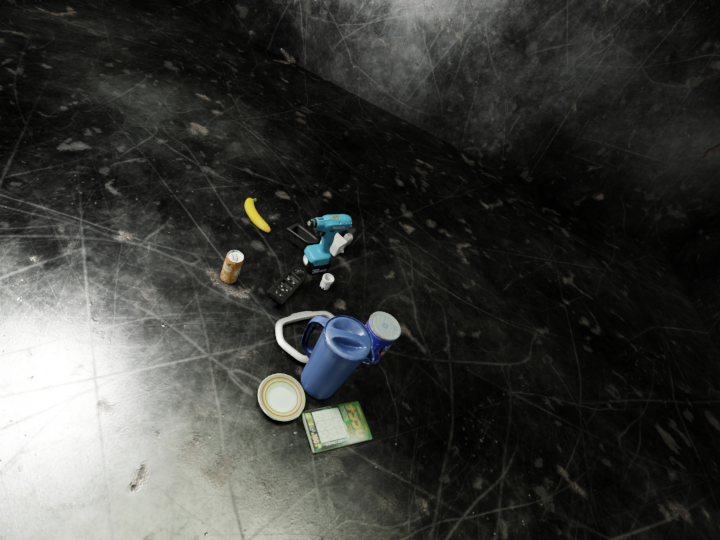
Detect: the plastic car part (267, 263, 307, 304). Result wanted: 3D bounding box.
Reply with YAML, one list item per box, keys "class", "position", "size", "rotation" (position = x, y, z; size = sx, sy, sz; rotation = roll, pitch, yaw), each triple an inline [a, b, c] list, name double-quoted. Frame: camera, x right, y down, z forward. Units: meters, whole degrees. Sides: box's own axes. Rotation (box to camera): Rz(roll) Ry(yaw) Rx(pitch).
- class: "plastic car part"
  position: [-0.239, 0.051, 1.392]
  size: [0.067, 0.067, 0.202]
  rotation: [32, 39, 4]

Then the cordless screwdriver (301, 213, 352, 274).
- class: "cordless screwdriver"
  position: [-0.143, -0.093, 1.460]
  size: [0.152, 0.247, 0.078]
  rotation: [-5, 51, -36]

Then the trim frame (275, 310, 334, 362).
- class: "trim frame"
  position: [-0.148, 0.198, 1.310]
  size: [0.238, 0.027, 0.193]
  rotation: [-9, 51, -35]

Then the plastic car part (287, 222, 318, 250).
- class: "plastic car part"
  position: [-0.220, -0.114, 1.580]
  size: [0.120, 0.070, 0.064]
  rotation: [39, 40, 14]
